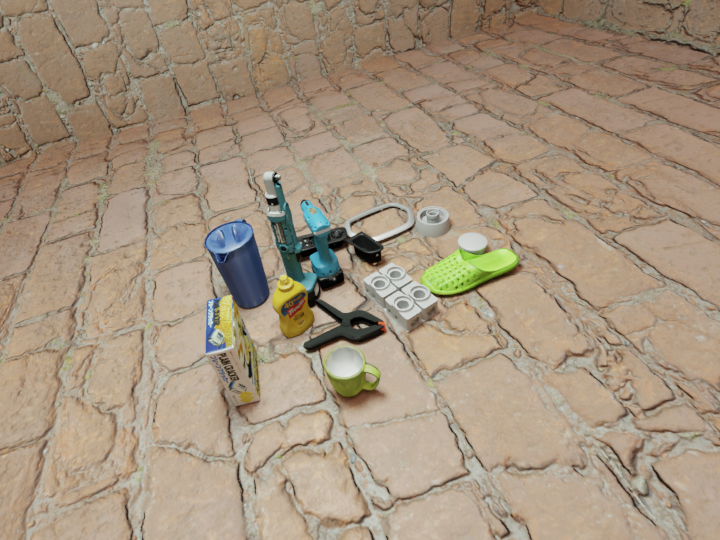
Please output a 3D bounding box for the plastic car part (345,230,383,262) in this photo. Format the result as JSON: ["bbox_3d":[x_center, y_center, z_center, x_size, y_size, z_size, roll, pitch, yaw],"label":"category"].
[{"bbox_3d":[0.020,-0.059,1.284,0.065,0.068,0.123,-32,45,-22],"label":"plastic car part"}]

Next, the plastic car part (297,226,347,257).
[{"bbox_3d":[-0.135,-0.084,1.352,0.201,0.064,0.070,-18,42,-7],"label":"plastic car part"}]

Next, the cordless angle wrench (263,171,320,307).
[{"bbox_3d":[-0.188,-0.072,1.096,0.101,0.406,0.075,6,43,16],"label":"cordless angle wrench"}]

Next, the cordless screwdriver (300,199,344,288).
[{"bbox_3d":[-0.118,-0.077,1.210,0.073,0.239,0.168,-21,42,-13],"label":"cordless screwdriver"}]

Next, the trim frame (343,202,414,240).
[{"bbox_3d":[0.064,-0.164,1.418,0.245,0.026,0.195,-26,44,-14],"label":"trim frame"}]
